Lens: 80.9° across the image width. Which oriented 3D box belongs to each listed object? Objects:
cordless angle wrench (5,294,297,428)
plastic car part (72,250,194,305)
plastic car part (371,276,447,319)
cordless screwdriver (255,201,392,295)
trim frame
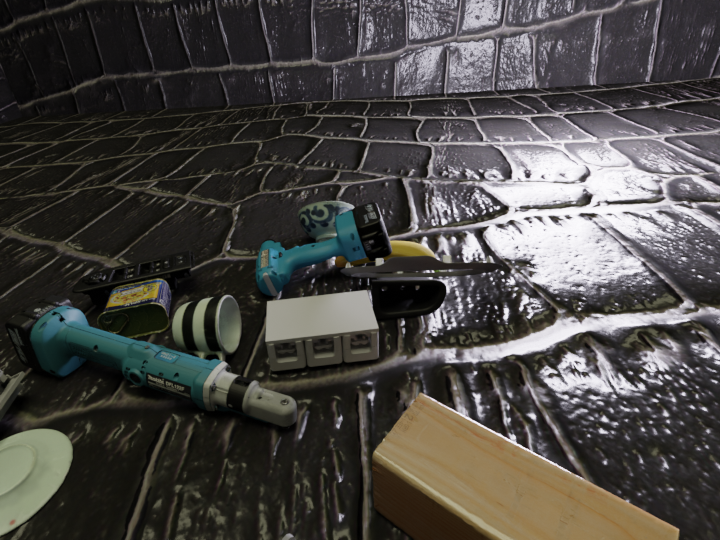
[{"bbox_3d":[-0.279,0.125,0.557,0.437,0.095,0.074,11,30,18],"label":"cordless angle wrench"},{"bbox_3d":[-0.400,0.017,0.759,0.199,0.065,0.070,-10,39,-15],"label":"plastic car part"},{"bbox_3d":[0.070,0.034,0.682,0.115,0.065,0.073,-4,17,-6],"label":"plastic car part"},{"bbox_3d":[-0.077,-0.050,0.783,0.250,0.071,0.165,-21,32,3],"label":"cordless screwdriver"},{"bbox_3d":[0.090,-0.004,0.667,0.256,0.028,0.178,0,-4,17],"label":"trim frame"}]
